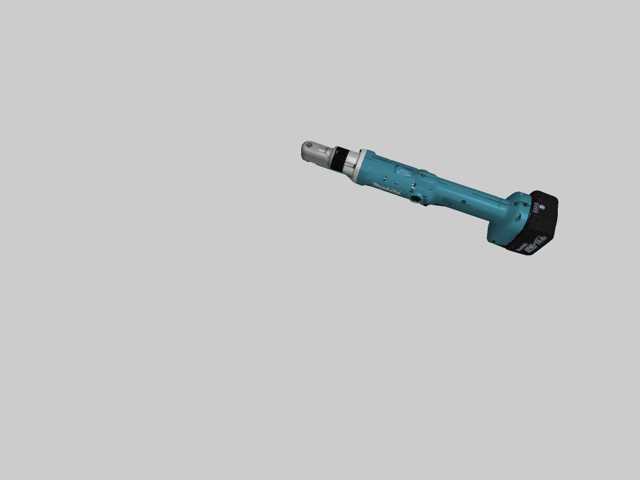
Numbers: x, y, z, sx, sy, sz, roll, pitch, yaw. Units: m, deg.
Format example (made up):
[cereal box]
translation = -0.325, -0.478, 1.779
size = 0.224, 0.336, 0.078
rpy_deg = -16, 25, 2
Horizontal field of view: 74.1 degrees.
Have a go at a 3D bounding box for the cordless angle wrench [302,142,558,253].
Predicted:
[cordless angle wrench]
translation = 0.166, -0.088, 0.707
size = 0.423, 0.074, 0.098
rpy_deg = 20, -25, 5
